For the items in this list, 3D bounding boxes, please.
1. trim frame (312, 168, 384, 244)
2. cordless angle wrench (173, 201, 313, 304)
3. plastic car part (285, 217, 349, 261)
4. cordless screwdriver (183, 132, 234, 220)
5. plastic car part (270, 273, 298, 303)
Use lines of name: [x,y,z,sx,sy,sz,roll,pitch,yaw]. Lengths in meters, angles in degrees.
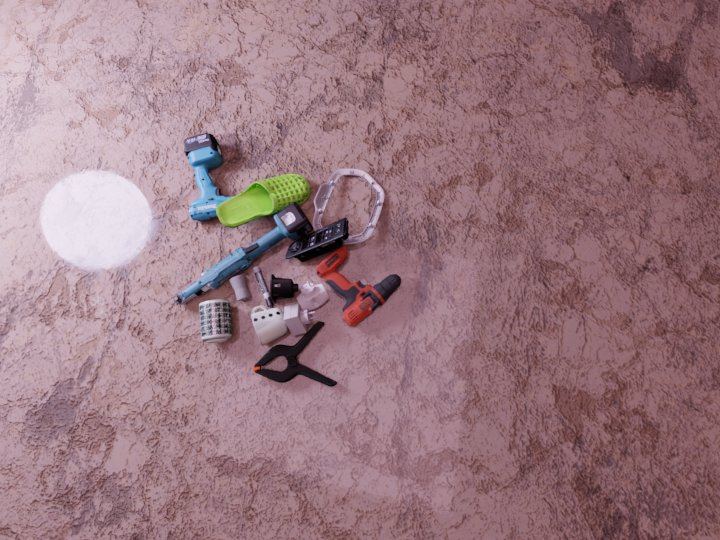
trim frame: [-0.035,-0.182,1.179,0.186,0.027,0.250,19,70,6]
cordless angle wrench: [-0.326,-0.032,1.151,0.422,0.096,0.076,-34,78,-1]
plastic car part: [-0.109,-0.072,1.119,0.209,0.063,0.068,-17,52,27]
cordless screwdriver: [-0.426,-0.274,1.231,0.159,0.073,0.253,-11,78,0]
plastic car part: [-0.197,0.046,1.100,0.070,0.116,0.067,1,77,-7]
